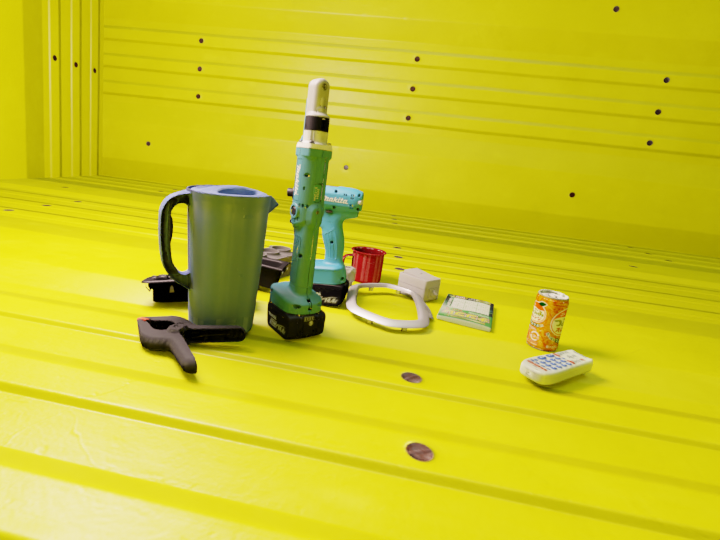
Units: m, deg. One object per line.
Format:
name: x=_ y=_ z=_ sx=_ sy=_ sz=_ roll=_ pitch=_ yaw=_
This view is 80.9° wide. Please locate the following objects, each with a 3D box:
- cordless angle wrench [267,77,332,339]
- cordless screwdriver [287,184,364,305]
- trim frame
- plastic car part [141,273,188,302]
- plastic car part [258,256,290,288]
cordless angle wrench: x=-0.090 y=-0.098 z=0.704 sx=0.071 sy=0.418 sz=0.103 roll=-1 pitch=15 yaw=-36
cordless screwdriver: x=-0.087 y=-0.057 z=0.893 sx=0.162 sy=0.246 sz=0.074 roll=10 pitch=12 yaw=9
trim frame: x=0.061 y=0.072 z=0.902 sx=0.185 sy=0.027 sz=0.250 roll=7 pitch=15 yaw=1
plastic car part: x=-0.308 y=0.033 z=0.807 sx=0.198 sy=0.066 sz=0.069 roll=3 pitch=14 yaw=-17
plastic car part: x=-0.223 y=0.008 z=0.934 sx=0.118 sy=0.070 sz=0.065 roll=9 pitch=13 yaw=9
